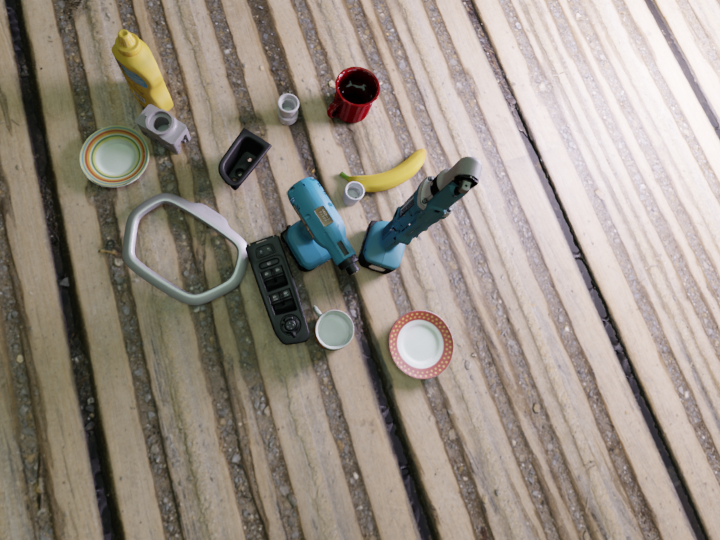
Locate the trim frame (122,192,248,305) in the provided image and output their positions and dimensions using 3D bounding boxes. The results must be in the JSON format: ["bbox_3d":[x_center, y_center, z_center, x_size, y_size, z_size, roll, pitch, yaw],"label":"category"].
[{"bbox_3d":[-0.334,-0.044,0.810,0.249,0.027,0.184,31,75,1],"label":"trim frame"}]

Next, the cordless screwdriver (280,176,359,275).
[{"bbox_3d":[-0.071,-0.046,0.726,0.073,0.249,0.161,-30,86,-15],"label":"cordless screwdriver"}]

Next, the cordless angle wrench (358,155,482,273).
[{"bbox_3d":[0.080,-0.078,0.662,0.074,0.424,0.098,19,77,-8],"label":"cordless angle wrench"}]

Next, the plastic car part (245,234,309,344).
[{"bbox_3d":[-0.153,0.041,0.790,0.065,0.067,0.206,-19,80,-13],"label":"plastic car part"}]

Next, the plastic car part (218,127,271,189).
[{"bbox_3d":[-0.235,-0.209,0.839,0.066,0.071,0.116,31,75,-2],"label":"plastic car part"}]
